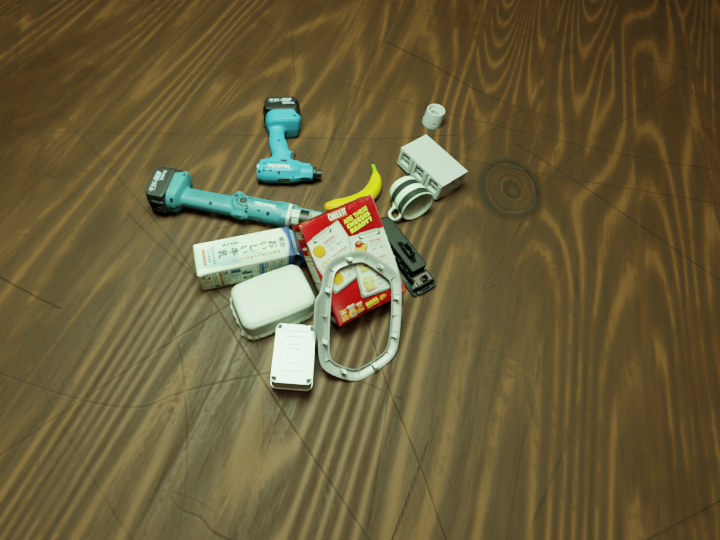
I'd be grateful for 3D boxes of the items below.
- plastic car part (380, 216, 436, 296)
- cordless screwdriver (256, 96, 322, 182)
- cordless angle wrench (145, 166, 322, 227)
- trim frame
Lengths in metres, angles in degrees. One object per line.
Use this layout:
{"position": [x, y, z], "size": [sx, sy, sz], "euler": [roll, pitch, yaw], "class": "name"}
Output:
{"position": [0.087, -0.044, 0.938], "size": [0.065, 0.065, 0.212], "euler": [-29, 63, -13], "class": "plastic car part"}
{"position": [-0.180, -0.330, 1.084], "size": [0.158, 0.073, 0.255], "euler": [0, 63, -5], "class": "cordless screwdriver"}
{"position": [-0.269, -0.147, 0.971], "size": [0.423, 0.073, 0.100], "euler": [11, 60, 0], "class": "cordless angle wrench"}
{"position": [-0.003, 0.086, 0.805], "size": [0.179, 0.028, 0.248], "euler": [4, 91, -18], "class": "trim frame"}
